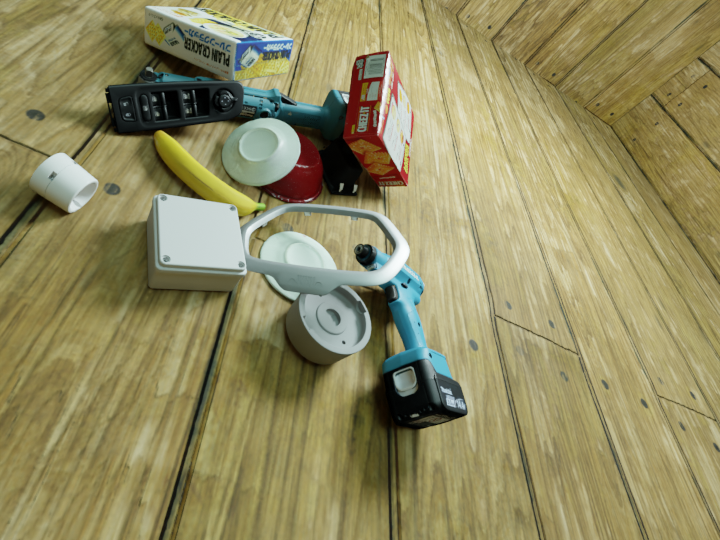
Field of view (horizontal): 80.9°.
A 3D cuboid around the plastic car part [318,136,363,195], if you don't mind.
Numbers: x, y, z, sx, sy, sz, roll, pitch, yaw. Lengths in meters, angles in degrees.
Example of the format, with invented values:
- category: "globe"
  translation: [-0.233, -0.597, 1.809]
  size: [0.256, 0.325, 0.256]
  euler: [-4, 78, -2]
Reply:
- category: "plastic car part"
  translation: [-0.036, -0.208, 0.804]
  size: [0.063, 0.072, 0.120]
  euler: [-2, 61, -43]

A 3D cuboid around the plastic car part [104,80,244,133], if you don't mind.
- category: "plastic car part"
  translation: [-0.279, -0.257, 0.653]
  size: [0.197, 0.065, 0.071]
  euler: [-16, 27, -25]

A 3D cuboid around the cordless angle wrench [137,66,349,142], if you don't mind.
- category: "cordless angle wrench"
  translation: [-0.180, -0.303, 0.774]
  size: [0.405, 0.098, 0.077]
  euler: [-2, 59, -33]

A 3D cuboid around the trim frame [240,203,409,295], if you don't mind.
- category: "trim frame"
  translation: [-0.058, -0.038, 0.593]
  size: [0.253, 0.027, 0.187]
  euler: [7, 41, 8]

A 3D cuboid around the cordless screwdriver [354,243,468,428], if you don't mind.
- category: "cordless screwdriver"
  translation: [0.057, 0.081, 0.594]
  size: [0.150, 0.076, 0.258]
  euler: [36, 33, -43]
